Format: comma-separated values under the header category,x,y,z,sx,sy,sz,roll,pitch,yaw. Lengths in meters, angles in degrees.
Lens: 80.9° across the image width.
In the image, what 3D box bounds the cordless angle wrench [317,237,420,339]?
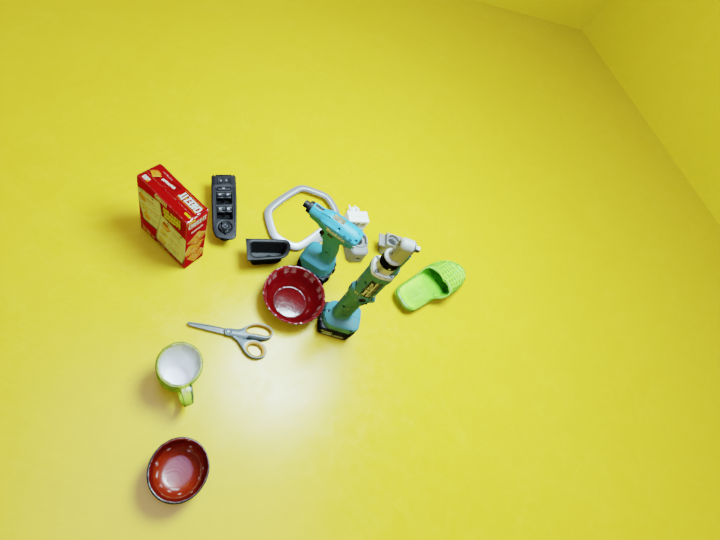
category,x,y,z,sx,sy,sz,roll,pitch,yaw
cordless angle wrench,0.008,0.044,0.934,0.096,0.423,0.076,20,56,-13

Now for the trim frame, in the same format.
category,x,y,z,sx,sy,sz,roll,pitch,yaw
trim frame,-0.169,-0.158,1.240,0.187,0.027,0.245,42,55,8

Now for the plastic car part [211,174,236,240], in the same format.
category,x,y,z,sx,sy,sz,roll,pitch,yaw
plastic car part,-0.371,-0.164,1.145,0.064,0.067,0.210,1,59,-22

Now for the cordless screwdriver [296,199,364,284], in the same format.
category,x,y,z,sx,sy,sz,roll,pitch,yaw
cordless screwdriver,-0.105,-0.068,1.071,0.160,0.249,0.074,37,54,1

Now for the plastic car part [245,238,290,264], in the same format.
category,x,y,z,sx,sy,sz,roll,pitch,yaw
plastic car part,-0.246,-0.042,1.112,0.113,0.071,0.068,0,61,-22
